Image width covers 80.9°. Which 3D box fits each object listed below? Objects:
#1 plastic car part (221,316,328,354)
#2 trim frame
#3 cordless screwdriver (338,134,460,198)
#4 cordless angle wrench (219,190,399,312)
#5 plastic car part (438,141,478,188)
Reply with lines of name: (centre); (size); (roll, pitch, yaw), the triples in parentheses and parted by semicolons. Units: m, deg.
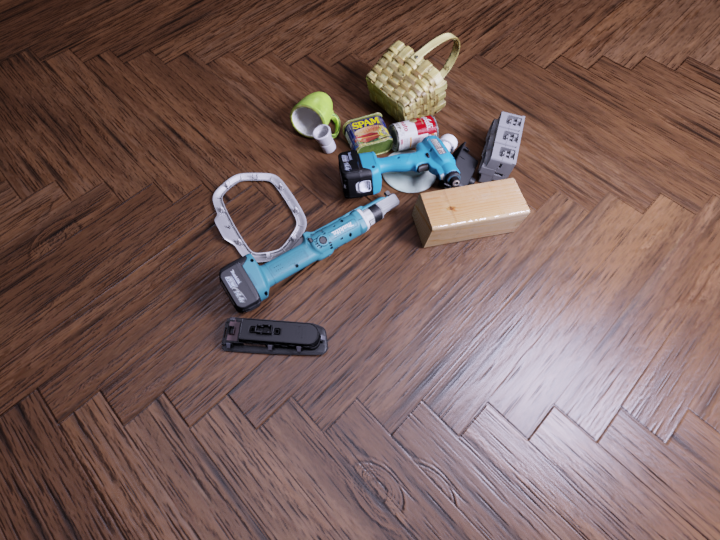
plastic car part: (-0.161, 0.118, 0.798); (0.203, 0.065, 0.068); (5, 56, 0)
trim frame: (-0.229, -0.127, 0.943); (0.182, 0.027, 0.258); (-28, 68, -12)
cordless screwdriver: (0.082, -0.215, 0.920); (0.248, 0.071, 0.166); (-13, 48, -3)
cordless angle wrench: (-0.086, -0.056, 0.878); (0.416, 0.074, 0.099); (-31, 84, -19)
plastic car part: (0.232, -0.224, 0.974); (0.070, 0.066, 0.117); (26, 68, -5)
